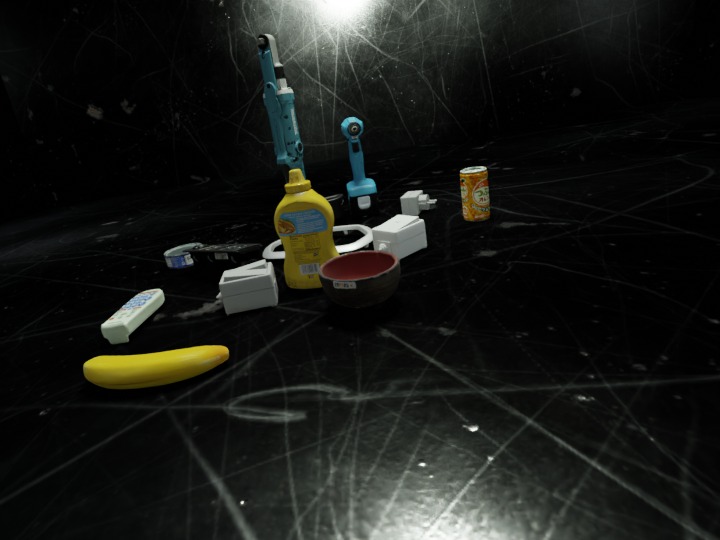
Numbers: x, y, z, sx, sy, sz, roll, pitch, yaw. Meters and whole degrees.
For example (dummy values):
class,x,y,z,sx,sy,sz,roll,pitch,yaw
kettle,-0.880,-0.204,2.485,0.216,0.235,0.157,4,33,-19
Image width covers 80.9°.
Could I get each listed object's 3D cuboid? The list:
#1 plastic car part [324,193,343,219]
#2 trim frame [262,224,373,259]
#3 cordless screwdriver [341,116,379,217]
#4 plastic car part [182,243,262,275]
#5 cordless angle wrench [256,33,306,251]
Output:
class,x,y,z,sx,sy,sz,roll,pitch,yaw
plastic car part,-0.093,-0.145,1.058,0.116,0.069,0.068,-11,19,-4
trim frame,-0.086,-0.056,0.881,0.256,0.027,0.183,-4,21,18
cordless screwdriver,-0.005,-0.255,1.057,0.074,0.243,0.162,-9,18,0
plastic car part,-0.276,-0.025,0.836,0.213,0.065,0.064,7,25,39
cordless angle wrench,-0.143,-0.238,0.837,0.077,0.413,0.096,0,19,27
